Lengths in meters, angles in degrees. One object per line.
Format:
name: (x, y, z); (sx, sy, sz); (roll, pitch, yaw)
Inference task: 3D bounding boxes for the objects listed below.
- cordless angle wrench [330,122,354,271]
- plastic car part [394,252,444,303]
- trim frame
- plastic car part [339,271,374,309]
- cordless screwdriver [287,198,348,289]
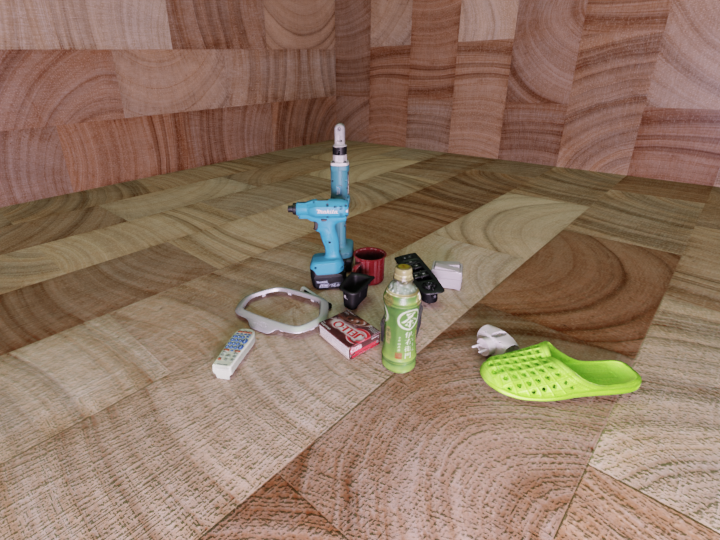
cordless angle wrench: (-0.058, -0.201, 1.204); (0.075, 0.413, 0.099); (3, 24, 5)
plastic car part: (0.154, 0.024, 1.127); (0.065, 0.065, 0.212); (-7, 27, -14)
trim frame: (-0.193, 0.096, 1.047); (0.260, 0.027, 0.180); (13, 30, 28)
plastic car part: (-0.015, 0.059, 1.062); (0.068, 0.069, 0.115); (9, 28, 21)
cordless screwdriver: (-0.111, -0.073, 1.140); (0.160, 0.243, 0.076); (1, 24, 2)
